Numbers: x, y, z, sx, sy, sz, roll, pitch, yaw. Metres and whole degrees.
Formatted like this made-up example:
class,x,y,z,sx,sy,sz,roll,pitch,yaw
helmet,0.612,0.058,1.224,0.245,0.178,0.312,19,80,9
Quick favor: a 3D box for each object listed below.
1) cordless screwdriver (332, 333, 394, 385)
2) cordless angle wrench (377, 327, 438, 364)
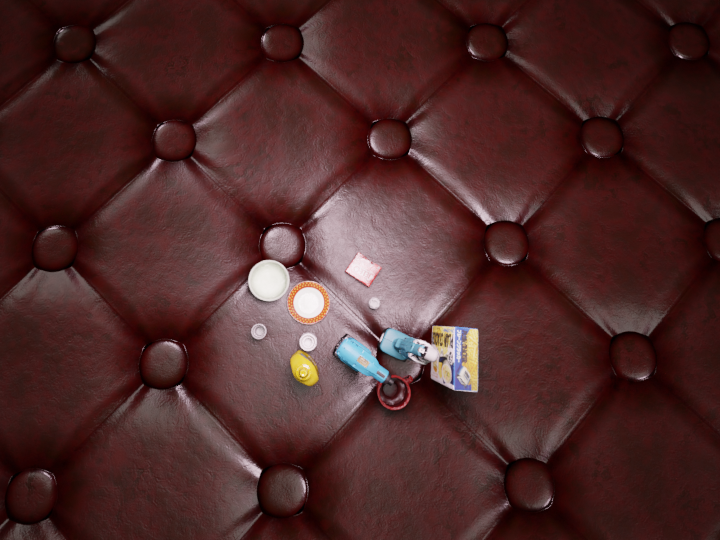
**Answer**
class,x,y,z,sx,sy,sz,roll,pitch,yaw
cordless screwdriver,0.004,0.243,1.148,0.160,0.248,0.074,36,81,1
cordless angle wrench,0.125,0.197,1.070,0.098,0.421,0.074,25,81,-3
